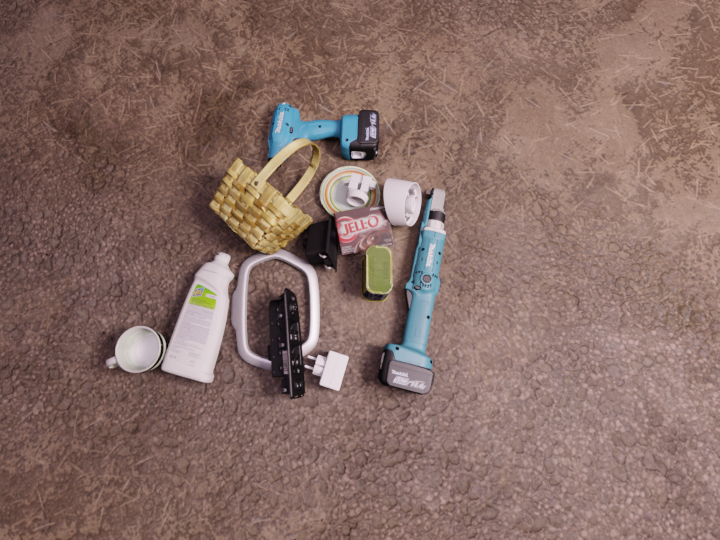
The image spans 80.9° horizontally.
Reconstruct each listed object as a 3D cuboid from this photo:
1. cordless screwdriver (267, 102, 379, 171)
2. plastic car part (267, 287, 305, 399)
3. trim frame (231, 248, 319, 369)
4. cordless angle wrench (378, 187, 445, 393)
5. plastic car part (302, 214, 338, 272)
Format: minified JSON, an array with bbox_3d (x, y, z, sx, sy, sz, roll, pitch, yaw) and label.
[{"bbox_3d":[-0.084,-0.287,0.944,0.252,0.072,0.161,7,75,7],"label":"cordless screwdriver"},{"bbox_3d":[-0.144,0.137,0.811,0.069,0.063,0.206,-9,74,24],"label":"plastic car part"},{"bbox_3d":[-0.175,0.075,0.866,0.184,0.027,0.252,-3,76,0],"label":"trim frame"},{"bbox_3d":[0.125,0.024,0.850,0.099,0.073,0.427,12,73,3],"label":"cordless angle wrench"},{"bbox_3d":[-0.086,-0.056,0.878,0.072,0.063,0.120,-11,48,10],"label":"plastic car part"}]
